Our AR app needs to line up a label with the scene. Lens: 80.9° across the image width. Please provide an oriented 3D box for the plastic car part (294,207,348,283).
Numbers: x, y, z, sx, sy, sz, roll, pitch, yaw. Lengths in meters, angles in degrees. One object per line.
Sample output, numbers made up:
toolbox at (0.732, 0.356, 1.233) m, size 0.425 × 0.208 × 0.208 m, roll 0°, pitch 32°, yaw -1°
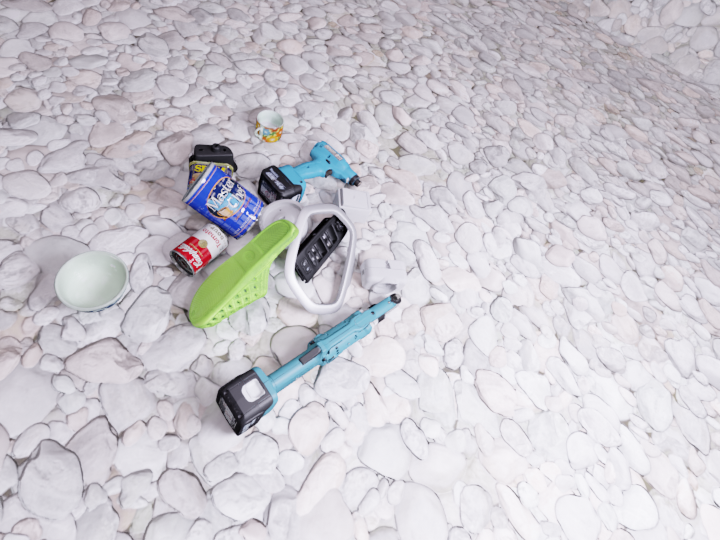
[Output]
plastic car part at (-0.093, -0.061, 0.948) m, size 0.201 × 0.070 × 0.064 m, roll -51°, pitch 119°, yaw -31°

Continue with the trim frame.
trim frame at (-0.077, -0.029, 0.897) m, size 0.175 × 0.028 × 0.252 m, roll 26°, pitch 62°, yaw -33°

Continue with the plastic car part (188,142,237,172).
plastic car part at (-0.356, -0.275, 1.018) m, size 0.114 × 0.070 × 0.068 m, roll -6°, pitch 62°, yaw -15°

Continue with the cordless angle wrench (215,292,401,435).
cordless angle wrench at (-0.070, 0.149, 0.807) m, size 0.412 × 0.097 × 0.077 m, roll -30°, pitch 72°, yaw -33°

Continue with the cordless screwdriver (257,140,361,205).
cordless screwdriver at (-0.121, -0.223, 1.042) m, size 0.164 × 0.074 × 0.244 m, roll 43°, pitch 54°, yaw 13°
